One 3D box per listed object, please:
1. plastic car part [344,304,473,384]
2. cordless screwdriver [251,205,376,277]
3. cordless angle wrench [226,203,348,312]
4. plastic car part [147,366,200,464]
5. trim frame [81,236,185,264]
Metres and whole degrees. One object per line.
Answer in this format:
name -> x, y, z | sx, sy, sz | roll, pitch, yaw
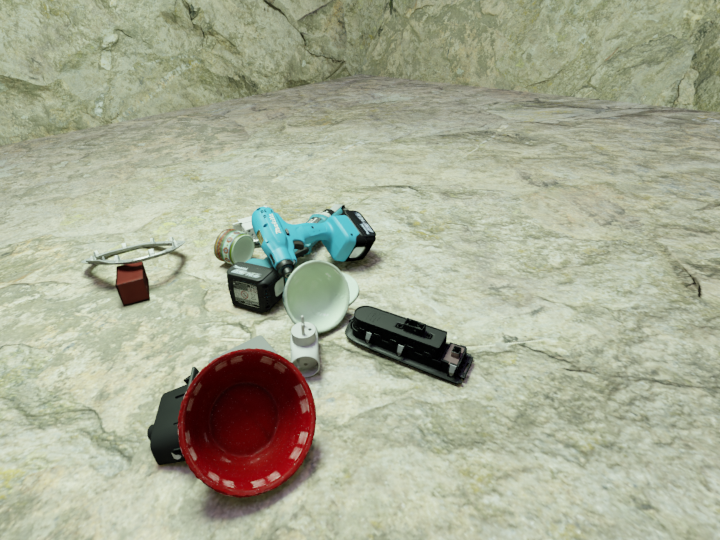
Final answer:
plastic car part -> 0.065, 0.104, 0.654 | 0.213, 0.064, 0.066 | 13, 42, 30
cordless screwdriver -> -0.081, -0.053, 0.831 | 0.238, 0.074, 0.167 | -2, 47, -35
cordless angle wrench -> -0.131, -0.060, 0.929 | 0.102, 0.072, 0.419 | 10, 33, 20
plastic car part -> -0.241, 0.198, 0.554 | 0.072, 0.063, 0.120 | -17, 35, 7
trim frame -> -0.502, -0.043, 0.933 | 0.260, 0.027, 0.180 | 2, 22, 32
